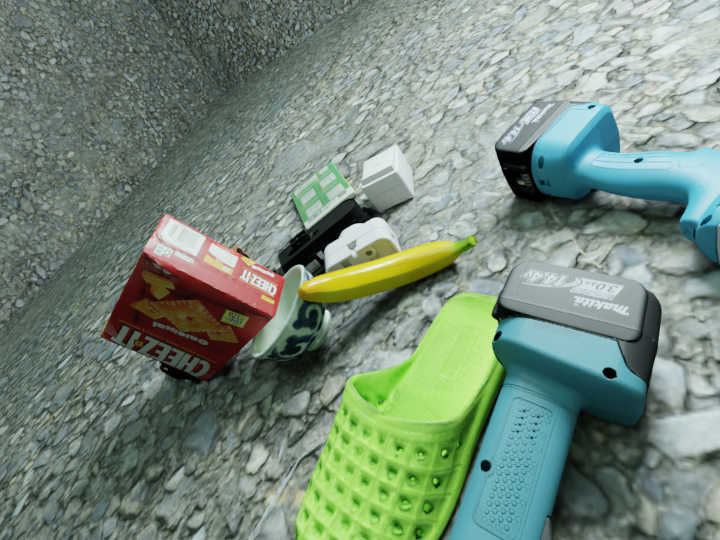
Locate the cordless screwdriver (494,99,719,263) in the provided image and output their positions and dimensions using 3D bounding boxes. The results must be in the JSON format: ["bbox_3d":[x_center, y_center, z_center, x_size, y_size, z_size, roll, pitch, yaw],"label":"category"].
[{"bbox_3d":[0.263,-0.109,0.382,0.159,0.070,0.262,-43,37,-5],"label":"cordless screwdriver"}]

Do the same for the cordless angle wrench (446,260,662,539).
[{"bbox_3d":[0.067,0.189,0.232,0.103,0.070,0.424,13,63,35],"label":"cordless angle wrench"}]

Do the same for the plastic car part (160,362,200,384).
[{"bbox_3d":[-0.274,0.123,0.667,0.072,0.063,0.119,-38,26,32],"label":"plastic car part"}]

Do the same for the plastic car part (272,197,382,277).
[{"bbox_3d":[-0.063,-0.041,0.642,0.203,0.064,0.069,-35,25,3],"label":"plastic car part"}]
